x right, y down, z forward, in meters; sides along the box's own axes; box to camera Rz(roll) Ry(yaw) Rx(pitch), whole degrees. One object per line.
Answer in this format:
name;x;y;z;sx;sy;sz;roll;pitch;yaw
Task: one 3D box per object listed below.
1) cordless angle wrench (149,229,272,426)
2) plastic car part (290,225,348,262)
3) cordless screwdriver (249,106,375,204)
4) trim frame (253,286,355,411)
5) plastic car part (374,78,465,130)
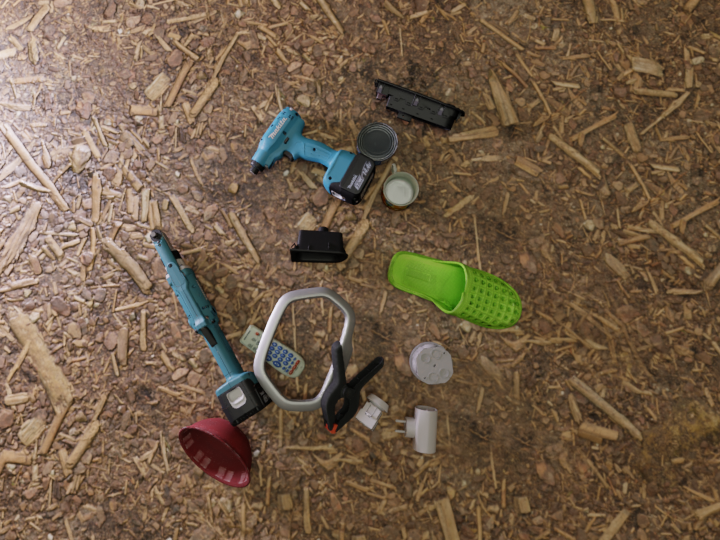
cordless angle wrench;-0.317;0.096;0.850;0.074;0.096;0.432;-32;78;-3
plastic car part;-0.085;-0.056;0.871;0.116;0.065;0.072;-1;70;-2
cordless screwdriver;-0.102;-0.219;0.884;0.254;0.073;0.159;33;86;10
trim frame;-0.105;0.152;0.838;0.182;0.028;0.250;21;74;-6
plastic car part;0.120;-0.346;0.894;0.205;0.066;0.067;18;94;4
